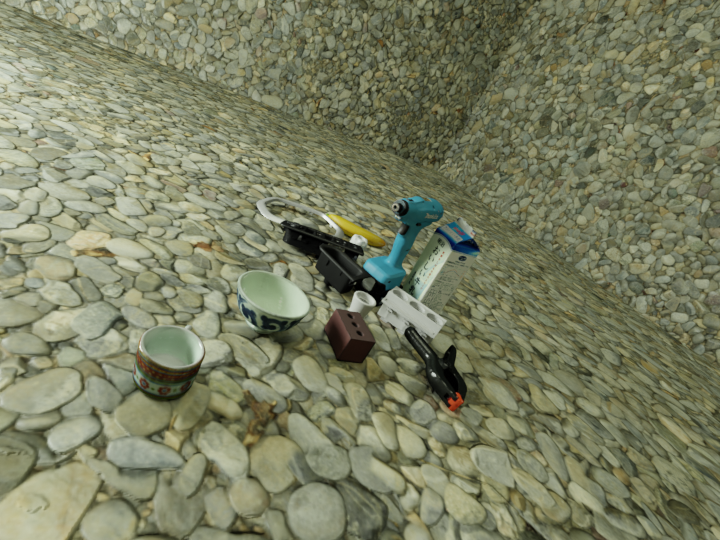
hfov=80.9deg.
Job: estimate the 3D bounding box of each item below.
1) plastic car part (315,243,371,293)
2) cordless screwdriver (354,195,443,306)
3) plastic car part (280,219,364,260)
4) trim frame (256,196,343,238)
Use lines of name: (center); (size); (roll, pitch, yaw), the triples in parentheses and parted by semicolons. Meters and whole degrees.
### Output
plastic car part: (-0.049, 0.004, 0.887); (0.122, 0.070, 0.063); (40, 25, 27)
cordless screwdriver: (0.067, -0.043, 0.880); (0.078, 0.247, 0.152); (42, 26, 29)
plastic car part: (-0.096, -0.063, 0.984); (0.201, 0.067, 0.067); (24, 23, -6)
trim frame: (-0.158, -0.136, 1.123); (0.241, 0.027, 0.191); (18, 24, -18)
